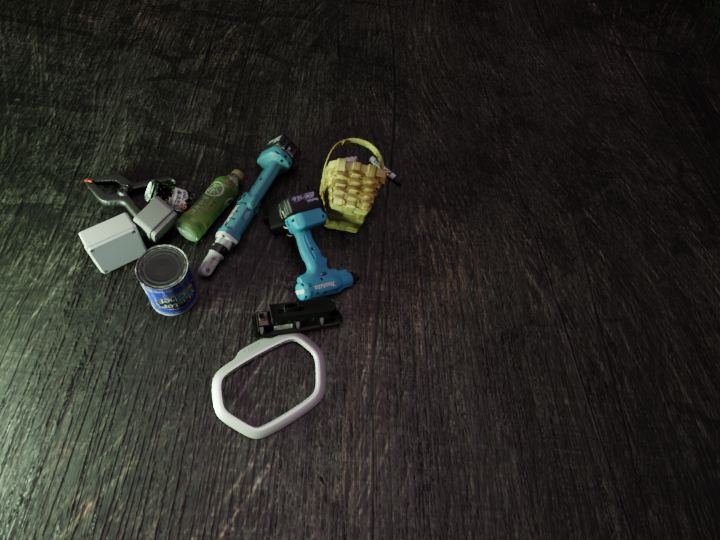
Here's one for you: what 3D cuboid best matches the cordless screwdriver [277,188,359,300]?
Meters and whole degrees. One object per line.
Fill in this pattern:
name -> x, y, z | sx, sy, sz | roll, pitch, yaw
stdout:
cordless screwdriver -> -0.098, -0.064, 0.999 | 0.154, 0.076, 0.250 | -13, 86, -28

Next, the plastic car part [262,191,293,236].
plastic car part -> -0.211, -0.136, 1.075 | 0.070, 0.063, 0.121 | -21, 61, -5

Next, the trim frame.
trim frame -> -0.185, 0.230, 0.880 | 0.244, 0.027, 0.191 | -29, 68, -20

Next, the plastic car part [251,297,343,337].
plastic car part -> -0.138, 0.096, 0.942 | 0.198, 0.065, 0.069 | -3, 36, -15

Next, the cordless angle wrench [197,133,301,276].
cordless angle wrench -> -0.282, -0.164, 1.059 | 0.071, 0.102, 0.425 | 41, 60, -32
